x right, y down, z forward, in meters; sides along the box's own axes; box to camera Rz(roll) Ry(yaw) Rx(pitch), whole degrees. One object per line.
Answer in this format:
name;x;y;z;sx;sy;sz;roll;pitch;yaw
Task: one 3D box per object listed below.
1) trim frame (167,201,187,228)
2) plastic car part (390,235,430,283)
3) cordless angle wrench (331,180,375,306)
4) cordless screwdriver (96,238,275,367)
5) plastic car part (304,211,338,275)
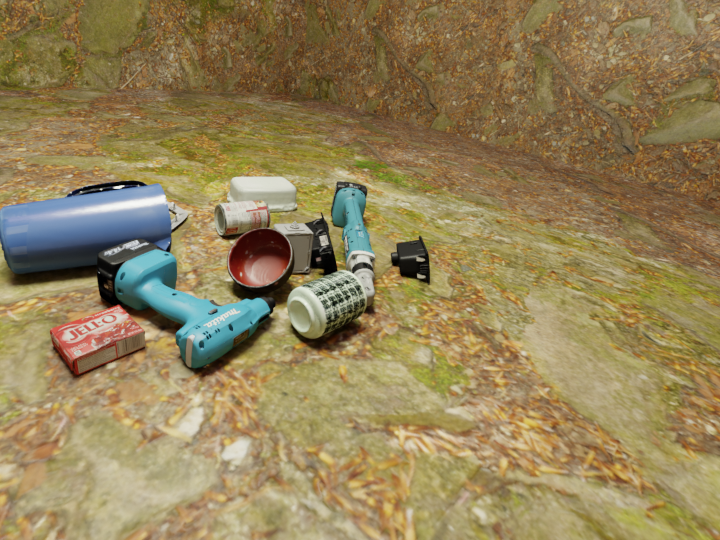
trim frame;-0.474;-0.109;0.882;0.186;0.027;0.251;9;29;4
plastic car part;0.098;-0.026;0.852;0.071;0.064;0.119;-6;24;1
cordless angle wrench;-0.011;-0.067;0.865;0.073;0.096;0.437;8;30;-11
cordless screwdriver;-0.257;0.033;0.623;0.260;0.073;0.155;26;31;23
plastic car part;-0.084;-0.055;0.856;0.067;0.064;0.209;-18;30;4
